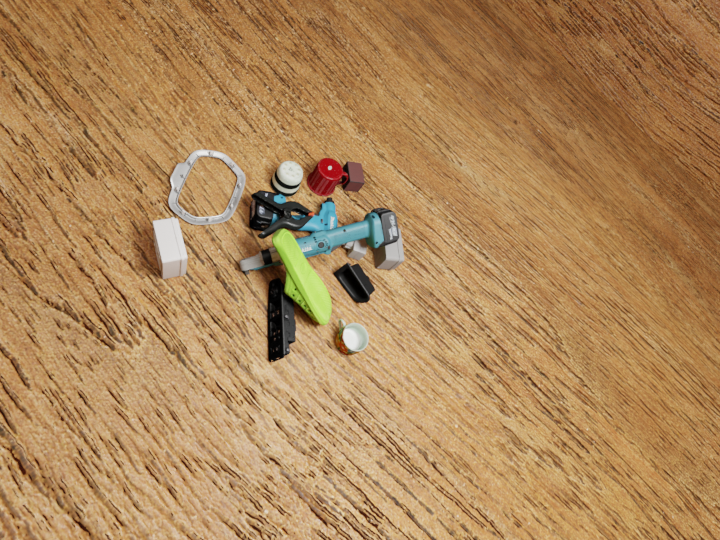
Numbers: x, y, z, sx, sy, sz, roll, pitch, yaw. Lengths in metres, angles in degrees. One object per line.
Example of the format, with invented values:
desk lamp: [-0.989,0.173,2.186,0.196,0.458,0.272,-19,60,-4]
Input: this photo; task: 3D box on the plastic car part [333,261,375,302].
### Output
plastic car part: [-0.006,0.028,1.155,0.117,0.067,0.069,53,42,4]

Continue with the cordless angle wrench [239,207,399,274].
cordless angle wrench: [-0.108,-0.071,1.104,0.416,0.077,0.096,-16,109,-12]

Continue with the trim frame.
trim frame: [-0.411,-0.228,1.134,0.180,0.028,0.252,19,60,-12]

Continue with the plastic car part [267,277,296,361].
plastic car part: [-0.189,0.114,1.026,0.064,0.067,0.209,6,62,-34]

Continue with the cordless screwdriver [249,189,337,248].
cordless screwdriver: [-0.178,-0.161,1.171,0.240,0.075,0.163,13,60,-21]
